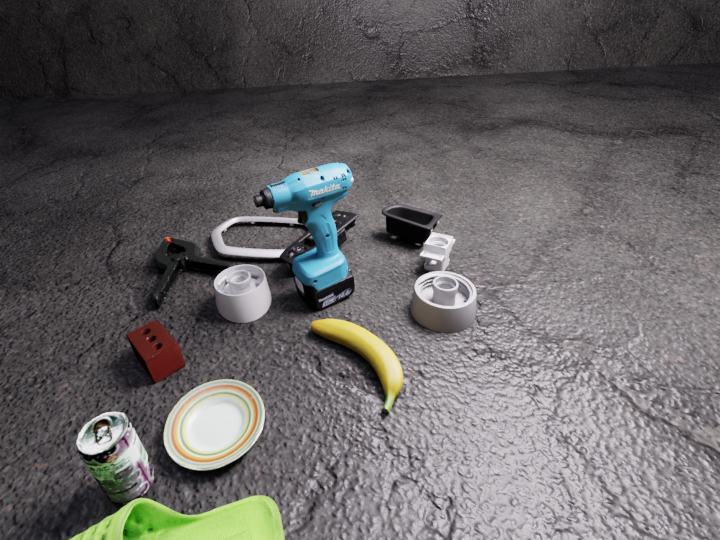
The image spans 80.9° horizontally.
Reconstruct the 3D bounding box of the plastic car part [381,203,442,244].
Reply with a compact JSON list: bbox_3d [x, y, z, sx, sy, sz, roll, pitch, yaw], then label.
[{"bbox_3d":[0.104,-0.093,0.897,0.122,0.069,0.065,18,40,29],"label":"plastic car part"}]

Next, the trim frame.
[{"bbox_3d":[-0.215,-0.080,0.953,0.252,0.026,0.188,1,36,8],"label":"trim frame"}]

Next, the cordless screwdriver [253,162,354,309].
[{"bbox_3d":[-0.088,-0.048,0.706,0.155,0.241,0.079,-20,38,-24],"label":"cordless screwdriver"}]

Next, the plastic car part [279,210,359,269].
[{"bbox_3d":[-0.085,-0.056,0.870,0.070,0.065,0.199,22,43,31],"label":"plastic car part"}]
